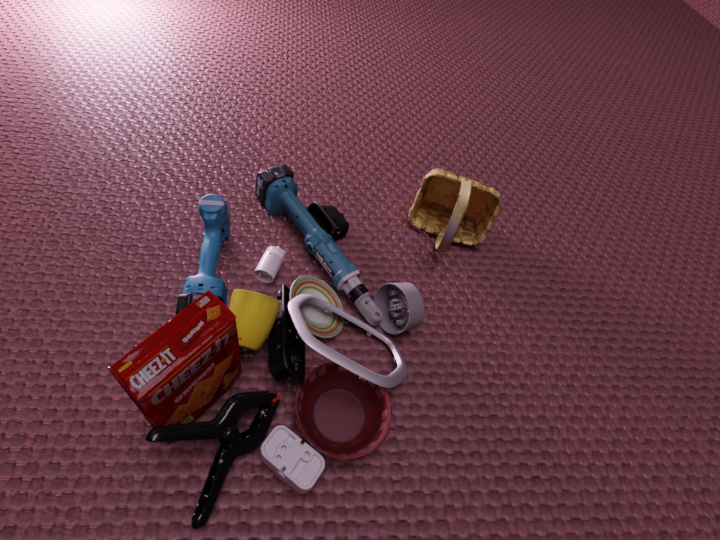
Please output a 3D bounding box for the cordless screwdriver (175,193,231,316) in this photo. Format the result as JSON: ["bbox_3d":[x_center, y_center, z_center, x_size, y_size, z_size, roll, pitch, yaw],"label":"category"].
[{"bbox_3d":[-0.291,-0.008,0.826,0.074,0.157,0.254,3,69,-7],"label":"cordless screwdriver"}]

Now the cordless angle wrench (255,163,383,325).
[{"bbox_3d":[-0.089,-0.058,0.905,0.072,0.096,0.440,-25,63,-30],"label":"cordless angle wrench"}]

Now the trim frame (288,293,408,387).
[{"bbox_3d":[-0.022,0.121,0.756,0.246,0.027,0.187,27,22,-7],"label":"trim frame"}]

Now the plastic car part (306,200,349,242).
[{"bbox_3d":[-0.067,-0.115,0.973,0.068,0.065,0.122,-7,50,-34],"label":"plastic car part"}]

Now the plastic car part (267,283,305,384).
[{"bbox_3d":[-0.137,0.116,0.760,0.067,0.063,0.212,-26,38,6],"label":"plastic car part"}]
